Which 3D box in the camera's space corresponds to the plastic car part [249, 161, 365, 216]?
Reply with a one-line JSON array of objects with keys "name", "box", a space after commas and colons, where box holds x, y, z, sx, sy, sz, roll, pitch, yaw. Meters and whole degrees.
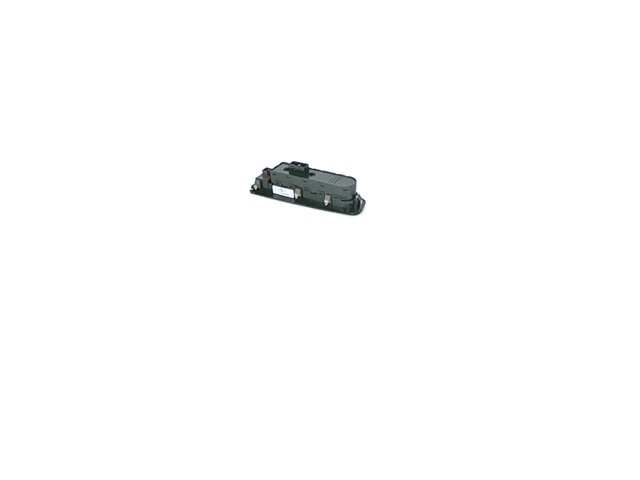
[{"name": "plastic car part", "box": [-0.018, -0.091, 0.699, 0.204, 0.067, 0.066, 20, 32, 23]}]
